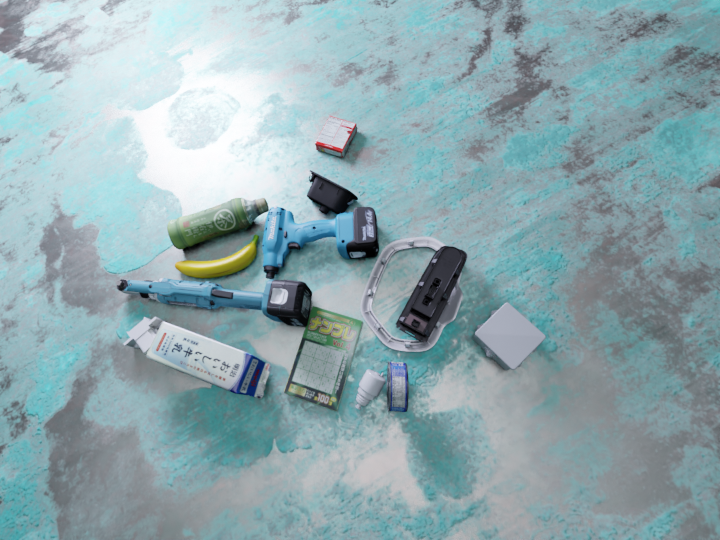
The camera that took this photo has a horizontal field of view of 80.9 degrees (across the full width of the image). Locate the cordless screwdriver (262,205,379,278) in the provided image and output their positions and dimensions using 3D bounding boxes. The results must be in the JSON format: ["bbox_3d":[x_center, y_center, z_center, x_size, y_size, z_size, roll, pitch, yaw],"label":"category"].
[{"bbox_3d":[-0.087,-0.057,0.893,0.254,0.071,0.162,0,69,11],"label":"cordless screwdriver"}]

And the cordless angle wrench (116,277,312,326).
[{"bbox_3d":[-0.315,0.051,0.876,0.433,0.094,0.075,4,70,13],"label":"cordless angle wrench"}]

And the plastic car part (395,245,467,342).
[{"bbox_3d":[0.141,0.030,0.811,0.069,0.064,0.203,25,71,21],"label":"plastic car part"}]

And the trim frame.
[{"bbox_3d":[0.107,0.040,0.851,0.189,0.027,0.249,20,71,14],"label":"trim frame"}]

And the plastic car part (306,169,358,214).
[{"bbox_3d":[-0.073,-0.163,0.944,0.120,0.064,0.071,33,90,14],"label":"plastic car part"}]
